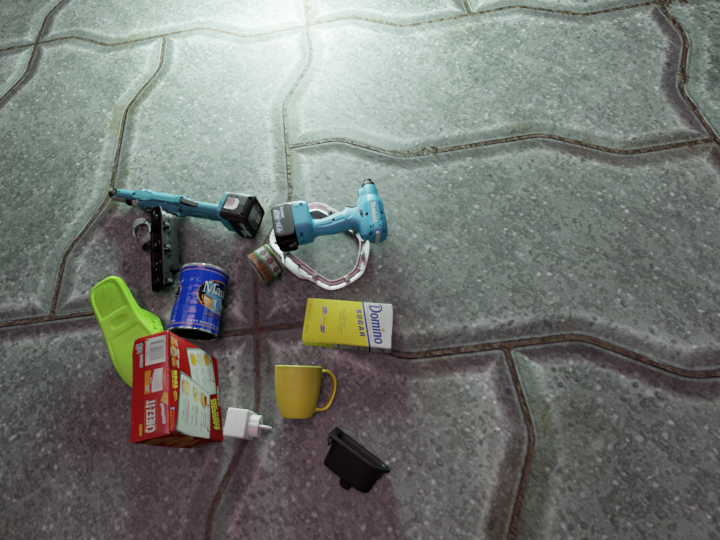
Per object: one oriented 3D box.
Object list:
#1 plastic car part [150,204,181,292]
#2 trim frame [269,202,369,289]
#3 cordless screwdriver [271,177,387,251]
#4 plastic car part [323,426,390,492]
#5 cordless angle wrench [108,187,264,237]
[{"bbox_3d":[-0.450,-0.056,0.978,0.064,0.068,0.206,-2,74,-39],"label":"plastic car part"},{"bbox_3d":[-0.094,-0.062,0.963,0.259,0.026,0.183,37,75,22],"label":"trim frame"},{"bbox_3d":[-0.072,-0.128,0.945,0.249,0.072,0.164,-7,62,1],"label":"cordless screwdriver"},{"bbox_3d":[-0.017,0.339,0.734,0.121,0.064,0.071,34,87,18],"label":"plastic car part"},{"bbox_3d":[-0.445,-0.160,1.038,0.437,0.094,0.075,10,66,18],"label":"cordless angle wrench"}]
